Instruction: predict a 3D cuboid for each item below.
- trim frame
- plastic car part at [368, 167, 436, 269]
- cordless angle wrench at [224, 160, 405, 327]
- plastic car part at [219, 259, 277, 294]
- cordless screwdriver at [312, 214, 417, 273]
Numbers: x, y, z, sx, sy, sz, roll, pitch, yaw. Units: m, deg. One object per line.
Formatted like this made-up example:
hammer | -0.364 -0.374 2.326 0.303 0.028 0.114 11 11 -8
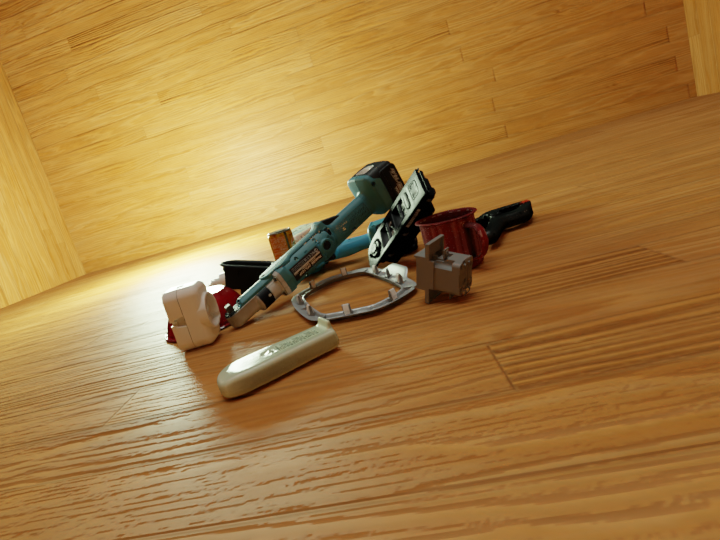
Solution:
trim frame | -0.016 0.028 0.672 0.181 0.027 0.256 -19 12 -15
plastic car part | 0.073 -0.078 0.737 0.064 0.069 0.203 8 -44 -30
cordless angle wrench | -0.075 -0.049 0.764 0.419 0.094 0.078 -45 26 -25
plastic car part | -0.231 0.016 0.879 0.116 0.070 0.067 -1 10 -3
cordless screwdriver | -0.014 -0.044 0.861 0.255 0.073 0.158 -16 15 20
